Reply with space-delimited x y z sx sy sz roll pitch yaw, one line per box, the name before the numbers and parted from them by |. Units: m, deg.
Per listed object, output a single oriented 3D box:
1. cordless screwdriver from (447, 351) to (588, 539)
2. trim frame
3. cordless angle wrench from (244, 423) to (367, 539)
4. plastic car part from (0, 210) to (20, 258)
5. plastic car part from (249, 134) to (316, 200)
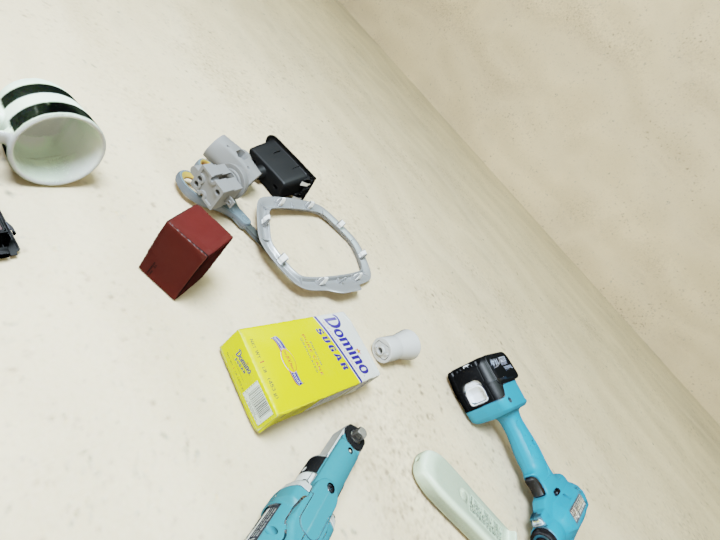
cordless screwdriver | 0.218 0.249 0.602 0.151 0.075 0.257 1 56 -51
trim frame | -0.063 -0.041 0.647 0.238 0.028 0.190 -1 55 -59
cordless angle wrench | -0.083 0.226 0.253 0.075 0.099 0.414 49 25 2
plastic car part | -0.353 -0.099 0.345 0.208 0.067 0.064 50 37 14
plastic car part | -0.141 -0.161 0.689 0.119 0.066 0.069 47 44 8
